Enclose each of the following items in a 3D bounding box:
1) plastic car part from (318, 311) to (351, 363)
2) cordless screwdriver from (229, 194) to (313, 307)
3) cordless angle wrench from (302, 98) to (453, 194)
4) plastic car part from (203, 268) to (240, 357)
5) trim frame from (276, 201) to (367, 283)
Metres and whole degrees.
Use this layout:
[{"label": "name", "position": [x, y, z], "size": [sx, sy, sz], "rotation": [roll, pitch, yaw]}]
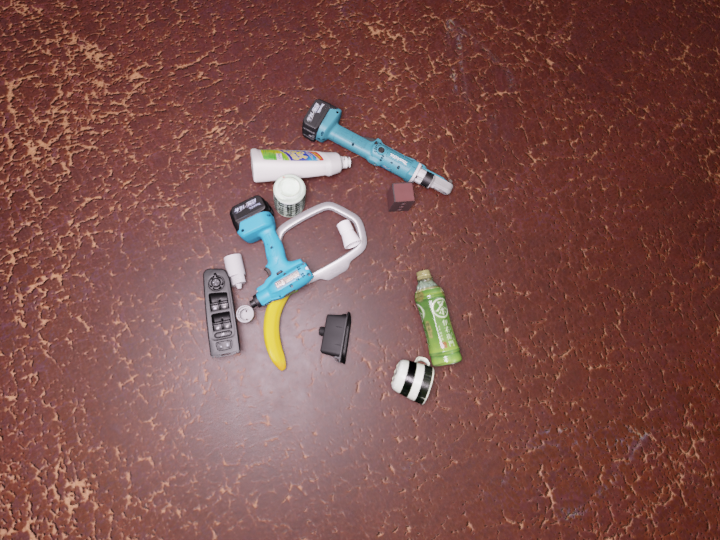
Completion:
[{"label": "plastic car part", "position": [-0.063, 0.153, 0.985], "size": [0.072, 0.064, 0.118], "rotation": [3, 72, 10]}, {"label": "cordless screwdriver", "position": [-0.236, -0.044, 1.005], "size": [0.159, 0.072, 0.256], "rotation": [-32, 73, -1]}, {"label": "cordless angle wrench", "position": [0.048, -0.306, 1.108], "size": [0.425, 0.074, 0.098], "rotation": [29, 76, 2]}, {"label": "plastic car part", "position": [-0.320, 0.093, 0.979], "size": [0.066, 0.066, 0.206], "rotation": [-12, 80, -1]}, {"label": "trim frame", "position": [-0.103, -0.068, 1.057], "size": [0.246, 0.027, 0.188], "rotation": [-31, 78, -12]}]
